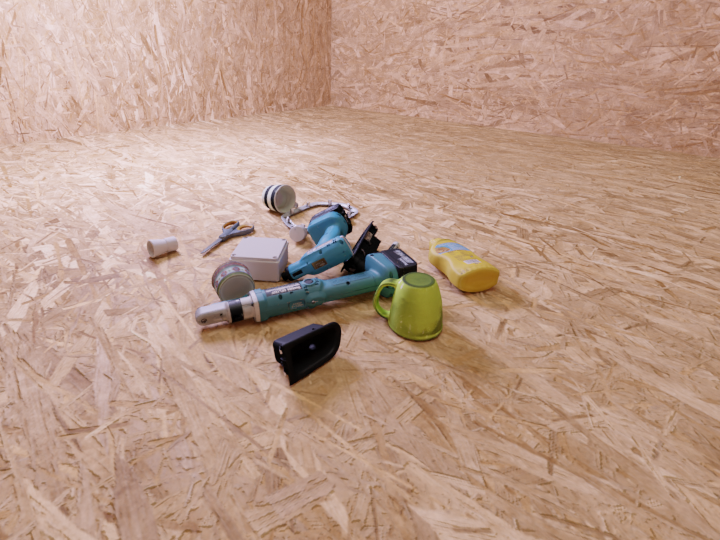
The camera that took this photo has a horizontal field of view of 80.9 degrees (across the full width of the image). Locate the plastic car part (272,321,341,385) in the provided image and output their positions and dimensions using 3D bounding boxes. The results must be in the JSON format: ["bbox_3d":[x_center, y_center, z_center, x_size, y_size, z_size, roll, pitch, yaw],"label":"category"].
[{"bbox_3d":[-0.092,0.119,0.672,0.075,0.065,0.113,6,21,41],"label":"plastic car part"}]

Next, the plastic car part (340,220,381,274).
[{"bbox_3d":[0.006,-0.041,0.963,0.067,0.067,0.201,43,31,-4],"label":"plastic car part"}]

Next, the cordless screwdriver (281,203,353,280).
[{"bbox_3d":[-0.095,-0.062,0.971,0.161,0.072,0.254,-26,23,13],"label":"cordless screwdriver"}]

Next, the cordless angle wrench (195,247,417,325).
[{"bbox_3d":[-0.095,0.042,0.800,0.413,0.072,0.103,-13,30,-18],"label":"cordless angle wrench"}]

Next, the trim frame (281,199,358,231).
[{"bbox_3d":[-0.116,-0.164,1.228,0.194,0.027,0.241,20,32,31],"label":"trim frame"}]
